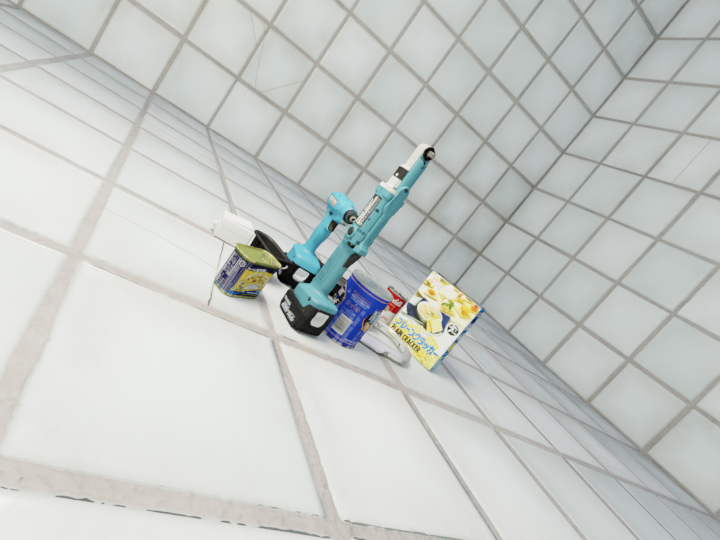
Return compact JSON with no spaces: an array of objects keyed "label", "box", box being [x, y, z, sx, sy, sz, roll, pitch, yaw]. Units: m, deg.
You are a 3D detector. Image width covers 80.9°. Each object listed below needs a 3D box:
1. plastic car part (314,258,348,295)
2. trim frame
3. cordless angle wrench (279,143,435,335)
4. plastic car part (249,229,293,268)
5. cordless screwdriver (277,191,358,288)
[{"label":"plastic car part","box":[-0.082,0.023,1.148,0.208,0.067,0.064,39,11,13]},{"label":"trim frame","box":[0.023,0.145,1.056,0.246,0.027,0.186,35,11,-6]},{"label":"cordless angle wrench","box":[-0.001,-0.063,0.812,0.070,0.423,0.103,28,14,-40]},{"label":"plastic car part","box":[-0.216,-0.031,0.955,0.062,0.071,0.123,22,17,-51]},{"label":"cordless screwdriver","box":[-0.096,-0.063,0.984,0.071,0.249,0.166,32,12,-26]}]
